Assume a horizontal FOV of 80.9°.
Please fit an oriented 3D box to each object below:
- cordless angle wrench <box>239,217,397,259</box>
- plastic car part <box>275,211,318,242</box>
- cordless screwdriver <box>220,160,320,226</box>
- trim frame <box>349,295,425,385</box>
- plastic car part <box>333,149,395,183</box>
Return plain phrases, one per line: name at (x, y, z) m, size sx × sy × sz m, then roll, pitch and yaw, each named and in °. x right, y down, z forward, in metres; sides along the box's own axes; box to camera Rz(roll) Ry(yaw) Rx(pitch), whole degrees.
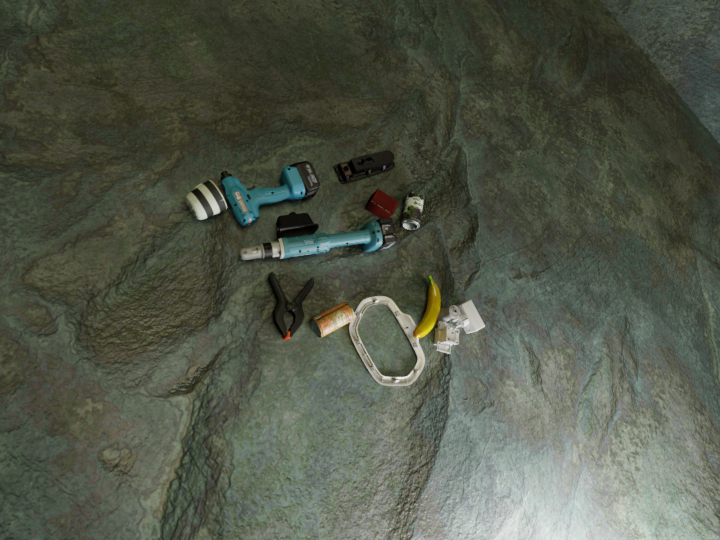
cordless angle wrench at (-0.110, -0.072, 1.124) m, size 0.412 × 0.099 × 0.075 m, roll -9°, pitch 79°, yaw -18°
plastic car part at (-0.180, -0.125, 1.139) m, size 0.113 × 0.065 × 0.074 m, roll -15°, pitch 64°, yaw -28°
cordless screwdriver at (-0.245, -0.232, 1.147) m, size 0.244 × 0.075 × 0.162 m, roll -26°, pitch 81°, yaw -22°
trim frame at (0.074, 0.185, 1.122) m, size 0.180 × 0.028 × 0.253 m, roll -25°, pitch 78°, yaw -26°
plastic car part at (0.023, -0.326, 1.283) m, size 0.197 × 0.067 × 0.068 m, roll -20°, pitch 73°, yaw -27°
